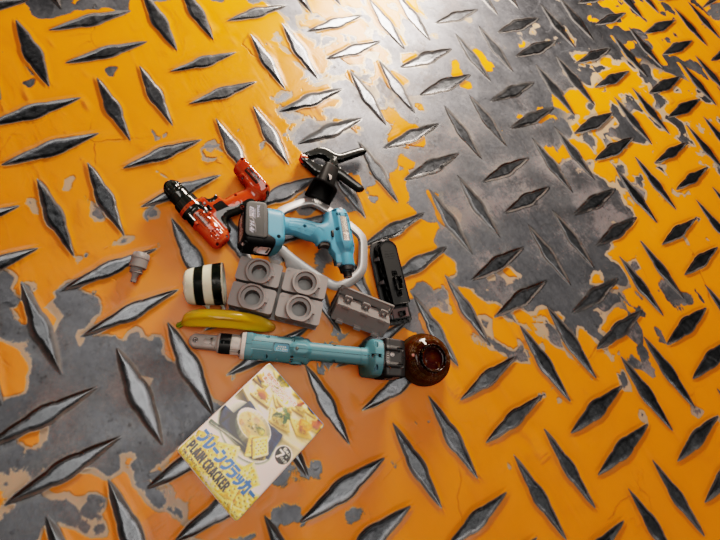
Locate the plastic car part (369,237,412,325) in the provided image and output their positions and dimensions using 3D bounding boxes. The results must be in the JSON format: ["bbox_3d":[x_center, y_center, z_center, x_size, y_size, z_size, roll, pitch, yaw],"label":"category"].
[{"bbox_3d":[0.069,0.017,0.953,0.065,0.066,0.208,-10,71,-12],"label":"plastic car part"}]

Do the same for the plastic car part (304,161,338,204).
[{"bbox_3d":[-0.078,-0.205,0.959,0.065,0.117,0.071,21,71,-11],"label":"plastic car part"}]

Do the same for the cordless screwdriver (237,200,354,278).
[{"bbox_3d":[-0.127,-0.060,0.881,0.240,0.075,0.164,1,63,-24],"label":"cordless screwdriver"}]

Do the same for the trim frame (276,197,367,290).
[{"bbox_3d":[-0.094,-0.061,0.958,0.247,0.028,0.184,34,66,-2],"label":"trim frame"}]

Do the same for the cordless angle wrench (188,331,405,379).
[{"bbox_3d":[-0.125,0.160,0.840,0.417,0.097,0.076,7,68,-8],"label":"cordless angle wrench"}]
